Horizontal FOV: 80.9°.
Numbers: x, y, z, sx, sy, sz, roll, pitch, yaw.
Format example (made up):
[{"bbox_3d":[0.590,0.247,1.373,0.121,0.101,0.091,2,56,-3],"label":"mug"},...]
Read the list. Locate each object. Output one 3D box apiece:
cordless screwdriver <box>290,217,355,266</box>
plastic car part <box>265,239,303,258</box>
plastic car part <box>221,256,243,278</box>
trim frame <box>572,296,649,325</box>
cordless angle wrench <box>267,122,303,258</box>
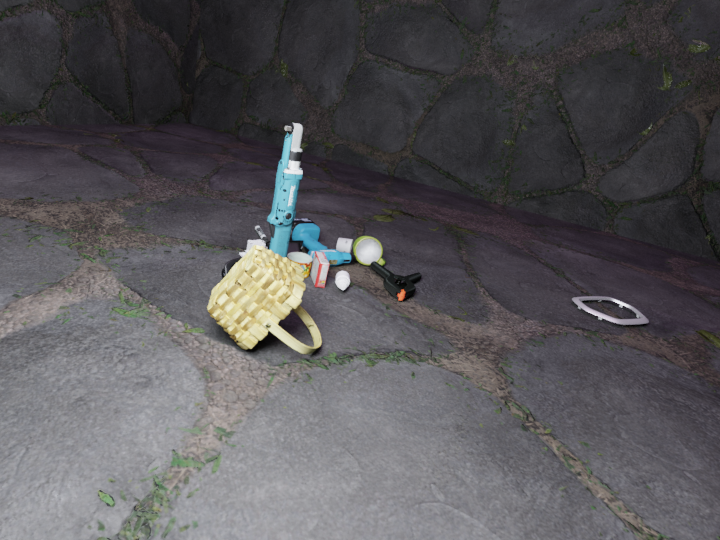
[{"bbox_3d":[-0.135,-0.088,1.381,0.153,0.073,0.263,-2,30,-32],"label":"cordless screwdriver"},{"bbox_3d":[-0.225,-0.048,1.267,0.113,0.065,0.074,-2,40,-23],"label":"plastic car part"},{"bbox_3d":[-0.291,-0.010,1.126,0.070,0.066,0.196,-8,6,35],"label":"plastic car part"},{"bbox_3d":[0.816,0.128,1.388,0.240,0.027,0.194,-2,27,-25],"label":"trim frame"},{"bbox_3d":[-0.186,-0.137,1.012,0.094,0.417,0.079,-2,26,-36],"label":"cordless angle wrench"}]
